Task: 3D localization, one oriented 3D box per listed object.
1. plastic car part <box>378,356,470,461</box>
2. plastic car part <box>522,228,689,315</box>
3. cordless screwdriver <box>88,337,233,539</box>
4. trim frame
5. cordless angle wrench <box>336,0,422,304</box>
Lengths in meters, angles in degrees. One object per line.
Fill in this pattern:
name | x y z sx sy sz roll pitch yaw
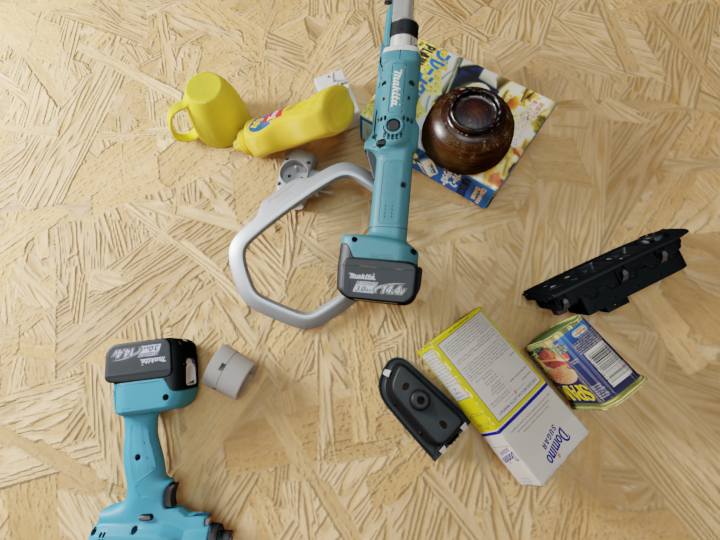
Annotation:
plastic car part | 0.071 0.155 0.490 0.065 0.069 0.119 -43 77 -11
plastic car part | 0.312 0.007 0.516 0.202 0.066 0.068 -29 84 -4
cordless screwdriver | -0.230 0.208 0.505 0.160 0.073 0.253 -4 76 4
trim frame | -0.055 -0.036 0.565 0.248 0.027 0.184 -38 90 -5
cordless angle wrench | 0.041 -0.171 0.538 0.100 0.072 0.426 4 80 11
